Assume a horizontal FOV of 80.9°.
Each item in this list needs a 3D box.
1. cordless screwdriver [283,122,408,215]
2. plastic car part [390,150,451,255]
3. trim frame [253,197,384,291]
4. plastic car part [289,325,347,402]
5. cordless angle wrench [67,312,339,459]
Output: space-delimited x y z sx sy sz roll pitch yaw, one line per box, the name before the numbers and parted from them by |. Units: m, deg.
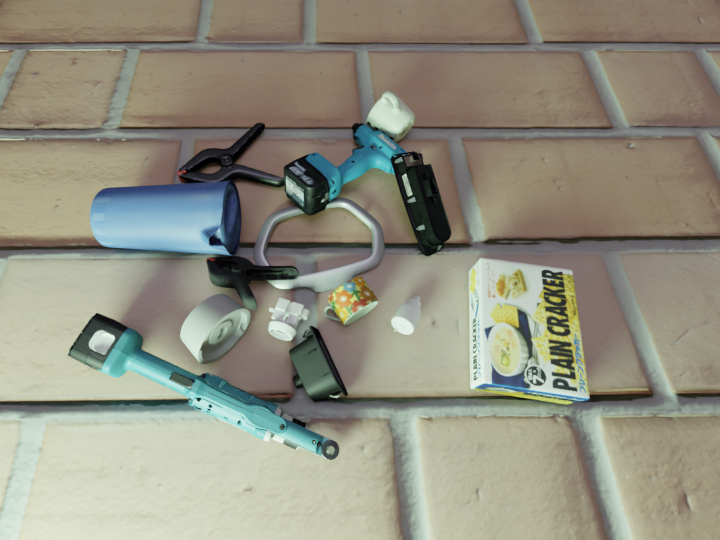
cordless screwdriver | -0.042 -0.217 0.844 0.244 0.072 0.167 -29 58 -23
plastic car part | 0.123 -0.130 0.788 0.064 0.069 0.204 -12 87 -32
trim frame | -0.078 -0.051 0.793 0.245 0.027 0.191 -14 64 -10
plastic car part | -0.076 0.157 0.675 0.071 0.064 0.120 -26 70 2
cordless angle wrench | -0.230 0.188 0.644 0.428 0.096 0.075 23 65 5
